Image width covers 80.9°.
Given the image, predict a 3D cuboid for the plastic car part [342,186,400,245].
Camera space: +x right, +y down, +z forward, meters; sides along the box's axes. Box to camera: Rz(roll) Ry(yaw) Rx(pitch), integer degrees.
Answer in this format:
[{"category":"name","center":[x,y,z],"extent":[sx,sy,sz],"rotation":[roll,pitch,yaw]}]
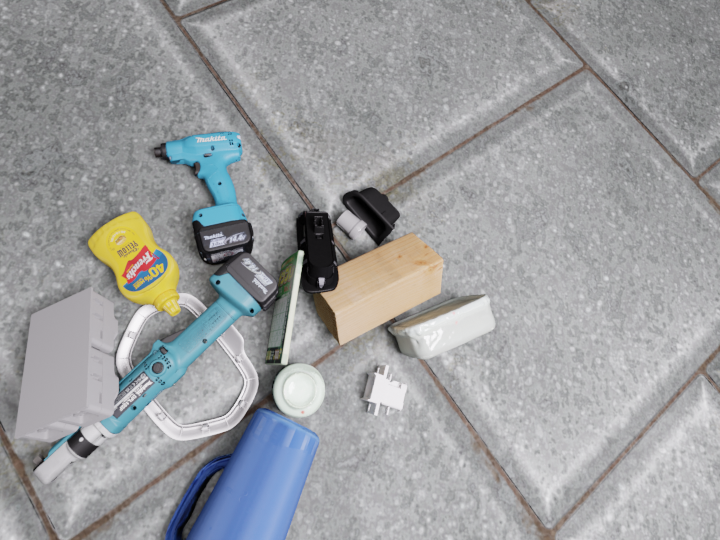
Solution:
[{"category":"plastic car part","center":[0.030,-0.119,0.811],"extent":[0.069,0.066,0.119],"rotation":[-31,77,-33]}]

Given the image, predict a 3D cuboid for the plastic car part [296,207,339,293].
[{"category":"plastic car part","center":[-0.070,-0.046,0.718],"extent":[0.065,0.066,0.211],"rotation":[6,44,-15]}]

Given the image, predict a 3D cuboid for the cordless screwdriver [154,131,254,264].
[{"category":"cordless screwdriver","center":[-0.279,-0.136,0.758],"extent":[0.156,0.074,0.255],"rotation":[-10,71,-12]}]

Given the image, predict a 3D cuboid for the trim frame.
[{"category":"trim frame","center":[-0.281,0.152,0.689],"extent":[0.182,0.027,0.253],"rotation":[-39,80,-19]}]

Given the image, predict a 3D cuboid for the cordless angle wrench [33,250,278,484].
[{"category":"cordless angle wrench","center":[-0.302,0.146,0.643],"extent":[0.099,0.074,0.420],"rotation":[43,74,5]}]
